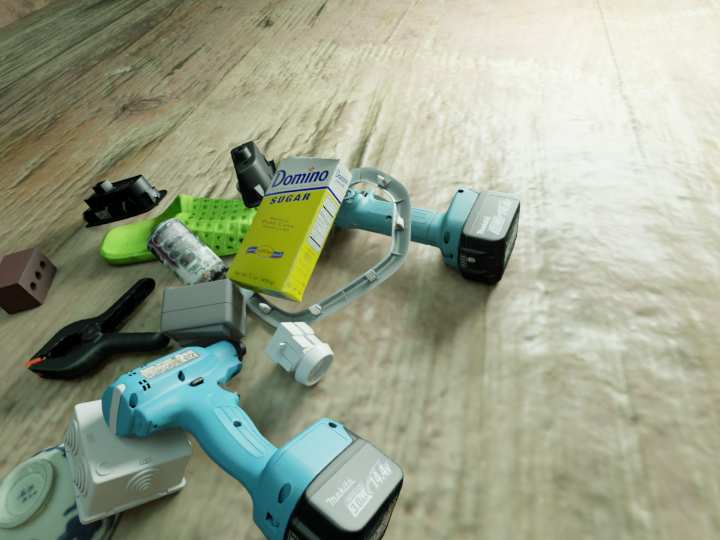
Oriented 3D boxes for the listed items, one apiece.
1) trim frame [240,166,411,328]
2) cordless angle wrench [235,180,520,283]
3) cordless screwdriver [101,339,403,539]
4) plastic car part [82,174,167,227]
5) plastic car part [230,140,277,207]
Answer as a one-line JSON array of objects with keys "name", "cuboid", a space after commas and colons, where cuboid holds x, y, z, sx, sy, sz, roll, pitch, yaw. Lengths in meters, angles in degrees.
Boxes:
[{"name": "trim frame", "cuboid": [-0.051, -0.033, 0.524, 0.251, 0.026, 0.193, -33, 54, 11]}, {"name": "cordless angle wrench", "cuboid": [-0.015, -0.087, 0.588, 0.444, 0.071, 0.098, 16, 54, 29]}, {"name": "cordless screwdriver", "cuboid": [-0.086, 0.140, 0.375, 0.260, 0.073, 0.154, 22, 20, 24]}, {"name": "plastic car part", "cuboid": [-0.386, -0.116, 0.680, 0.212, 0.064, 0.066, 1, 37, 33]}, {"name": "plastic car part", "cuboid": [-0.162, -0.151, 0.621, 0.066, 0.067, 0.122, -25, 38, 0]}]
